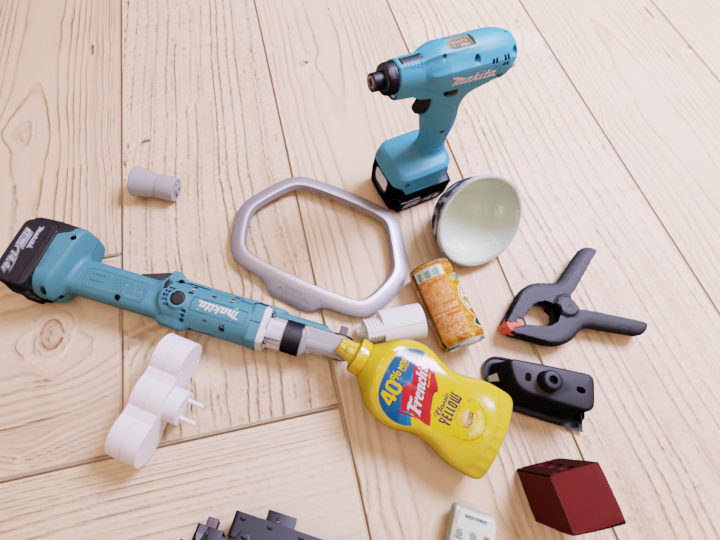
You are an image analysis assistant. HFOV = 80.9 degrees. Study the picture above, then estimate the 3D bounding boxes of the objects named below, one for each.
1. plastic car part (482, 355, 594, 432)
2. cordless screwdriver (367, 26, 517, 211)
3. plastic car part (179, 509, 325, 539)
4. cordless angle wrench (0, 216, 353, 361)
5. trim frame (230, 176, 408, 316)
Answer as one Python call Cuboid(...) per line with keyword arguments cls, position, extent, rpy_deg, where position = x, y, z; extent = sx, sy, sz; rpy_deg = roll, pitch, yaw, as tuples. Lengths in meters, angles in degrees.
Cuboid(cls="plastic car part", position=(0.205, 0.129, 0.471), extent=(0.117, 0.070, 0.067), rpy_deg=(15, 65, 2))
Cuboid(cls="cordless screwdriver", position=(0.064, -0.165, 0.512), extent=(0.156, 0.245, 0.077), rpy_deg=(-20, 70, -17))
Cuboid(cls="plastic car part", position=(-0.069, 0.281, 0.409), extent=(0.206, 0.065, 0.067), rpy_deg=(17, 40, 9))
Cuboid(cls="cordless angle wrench", position=(-0.217, 0.039, 0.515), extent=(0.427, 0.073, 0.099), rpy_deg=(16, 66, 5))
Cuboid(cls="trim frame", position=(-0.056, -0.037, 0.573), extent=(0.253, 0.027, 0.185), rpy_deg=(23, 66, 8))
